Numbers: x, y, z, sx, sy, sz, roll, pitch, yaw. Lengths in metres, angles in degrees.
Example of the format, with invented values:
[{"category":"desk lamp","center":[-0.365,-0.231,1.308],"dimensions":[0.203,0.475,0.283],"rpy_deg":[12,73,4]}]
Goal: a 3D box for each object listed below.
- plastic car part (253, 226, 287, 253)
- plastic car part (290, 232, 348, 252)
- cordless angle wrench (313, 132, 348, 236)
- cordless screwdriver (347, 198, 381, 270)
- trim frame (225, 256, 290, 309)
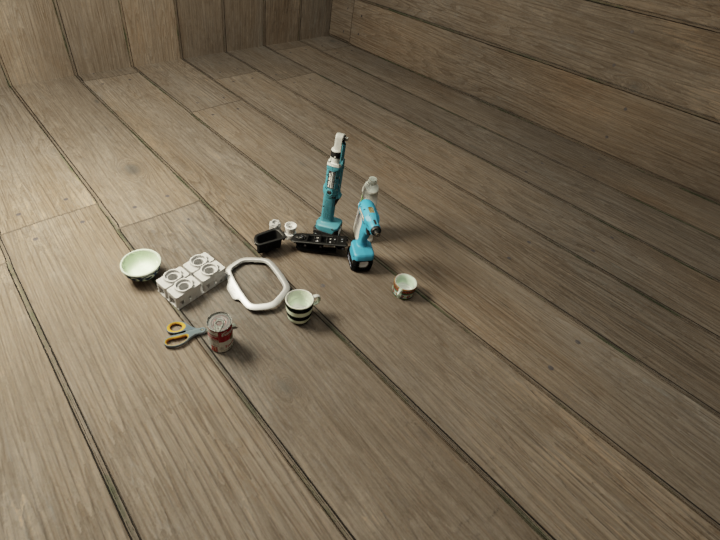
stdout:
[{"category":"plastic car part","center":[-0.324,-0.096,1.484],"dimensions":[0.113,0.069,0.069],"rpy_deg":[-24,53,-30]},{"category":"plastic car part","center":[-0.148,-0.097,1.510],"dimensions":[0.203,0.065,0.068],"rpy_deg":[8,43,0]},{"category":"cordless angle wrench","center":[-0.096,-0.280,1.458],"dimensions":[0.100,0.413,0.074],"rpy_deg":[21,43,9]},{"category":"cordless screwdriver","center":[0.018,-0.095,1.400],"dimensions":[0.073,0.243,0.166],"rpy_deg":[-2,44,-15]},{"category":"trim frame","center":[-0.338,0.038,1.370],"dimensions":[0.179,0.027,0.262],"rpy_deg":[-21,50,-27]}]
